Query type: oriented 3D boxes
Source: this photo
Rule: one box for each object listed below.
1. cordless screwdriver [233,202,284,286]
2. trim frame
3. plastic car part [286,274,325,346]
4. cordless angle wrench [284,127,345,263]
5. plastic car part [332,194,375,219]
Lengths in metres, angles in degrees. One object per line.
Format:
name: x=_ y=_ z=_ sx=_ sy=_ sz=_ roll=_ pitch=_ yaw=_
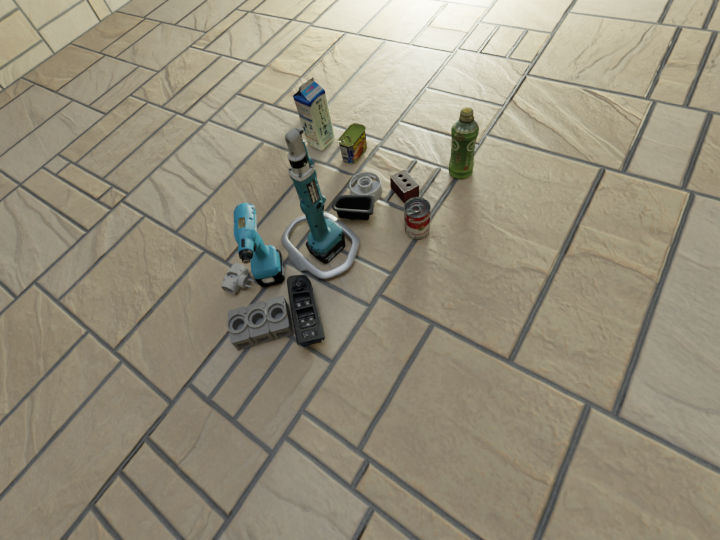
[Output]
cordless screwdriver: x=-0.255 y=-0.036 z=1.059 sx=0.075 sy=0.238 sz=0.165 roll=-12 pitch=57 yaw=1
trim frame: x=-0.116 y=-0.076 z=1.182 sx=0.182 sy=0.026 sz=0.261 roll=-41 pitch=58 yaw=-14
plastic car part: x=-0.137 y=0.099 z=1.051 sx=0.066 sy=0.064 sz=0.212 roll=-18 pitch=56 yaw=-1
cordless angle wrench: x=-0.116 y=-0.167 z=1.012 sx=0.078 sy=0.406 sz=0.097 roll=38 pitch=70 yaw=27
plastic car part: x=-0.017 y=-0.171 z=1.197 sx=0.119 sy=0.068 sz=0.067 roll=2 pitch=58 yaw=13
